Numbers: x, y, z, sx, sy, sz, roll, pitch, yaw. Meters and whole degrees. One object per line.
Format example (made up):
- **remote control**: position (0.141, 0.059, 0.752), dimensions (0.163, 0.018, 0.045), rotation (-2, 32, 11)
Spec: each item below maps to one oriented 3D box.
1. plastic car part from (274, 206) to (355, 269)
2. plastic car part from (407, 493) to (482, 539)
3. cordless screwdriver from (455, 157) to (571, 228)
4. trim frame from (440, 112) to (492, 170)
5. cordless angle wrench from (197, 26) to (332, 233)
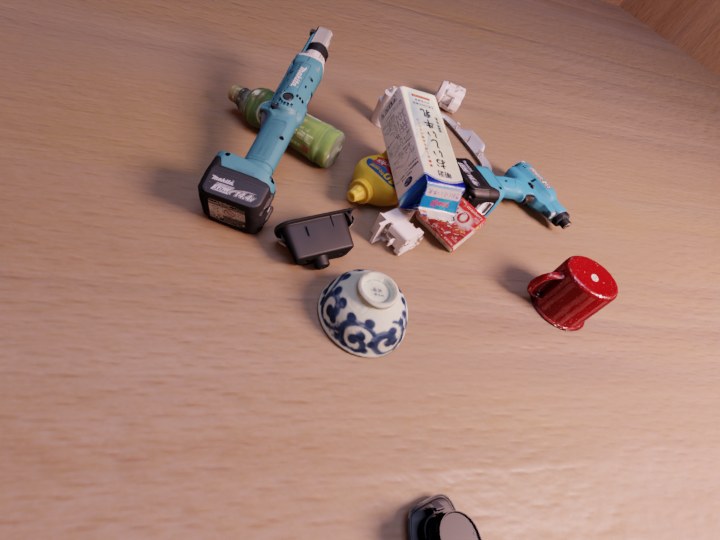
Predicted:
- **plastic car part**: position (-0.058, -0.038, 0.590), dimensions (0.113, 0.066, 0.073), rotation (-17, 74, -28)
- **plastic car part**: position (0.096, 0.297, 0.348), dimensions (0.065, 0.066, 0.212), rotation (-6, 50, -18)
- **cordless screwdriver**: position (0.267, -0.134, 0.775), dimensions (0.239, 0.074, 0.166), rotation (-7, 54, -30)
- **trim frame**: position (0.179, -0.279, 0.901), dimensions (0.178, 0.027, 0.260), rotation (-7, 51, -26)
- **cordless angle wrench**: position (-0.118, -0.253, 0.666), dimensions (0.098, 0.073, 0.427), rotation (18, 62, -1)
